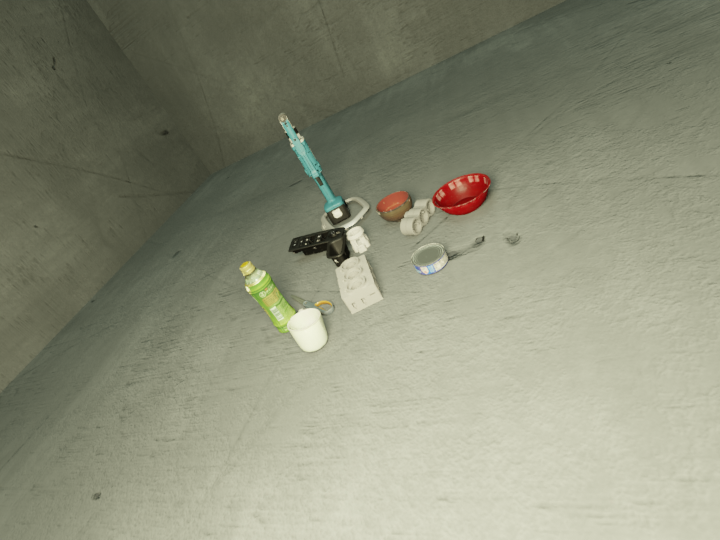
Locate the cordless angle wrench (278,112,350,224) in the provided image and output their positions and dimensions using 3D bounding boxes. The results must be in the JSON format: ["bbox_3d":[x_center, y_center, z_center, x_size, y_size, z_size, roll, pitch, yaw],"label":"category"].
[{"bbox_3d":[-0.163,-0.349,1.449,0.075,0.406,0.101,-27,27,9],"label":"cordless angle wrench"}]

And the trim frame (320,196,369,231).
[{"bbox_3d":[-0.061,-0.199,1.514,0.184,0.026,0.260,-34,30,-3],"label":"trim frame"}]

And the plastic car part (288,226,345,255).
[{"bbox_3d":[-0.135,-0.088,1.383,0.209,0.064,0.067,-15,32,27],"label":"plastic car part"}]

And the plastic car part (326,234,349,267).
[{"bbox_3d":[-0.058,-0.044,1.241,0.067,0.068,0.119,-24,30,15],"label":"plastic car part"}]
